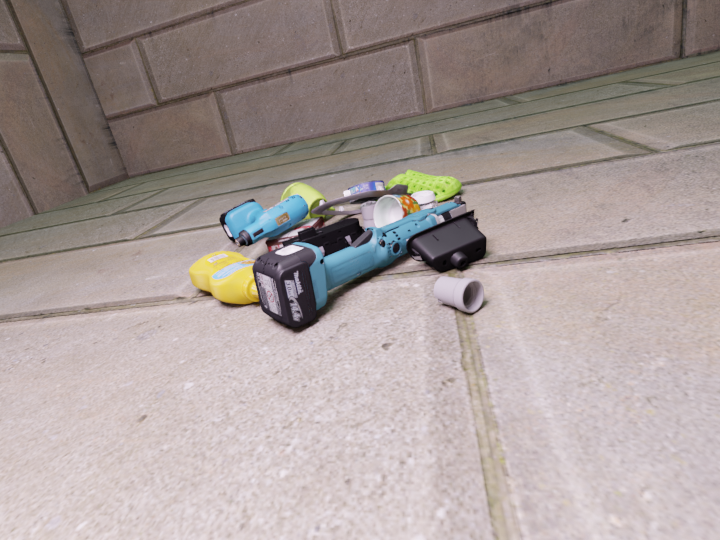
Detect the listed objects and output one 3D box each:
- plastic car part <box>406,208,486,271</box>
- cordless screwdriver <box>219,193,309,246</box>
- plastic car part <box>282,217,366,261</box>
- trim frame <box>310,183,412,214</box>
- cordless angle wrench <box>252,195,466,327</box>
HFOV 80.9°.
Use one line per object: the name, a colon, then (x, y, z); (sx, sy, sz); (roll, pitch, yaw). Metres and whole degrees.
plastic car part: (0.135, -0.032, 0.619); (0.115, 0.063, 0.075); (-23, 38, -13)
cordless screwdriver: (-0.231, -0.097, 0.892); (0.156, 0.072, 0.260); (-37, 23, -28)
plastic car part: (-0.075, -0.049, 0.768); (0.199, 0.066, 0.069); (-18, 15, -17)
trim frame: (0.007, -0.144, 0.874); (0.191, 0.028, 0.238); (-11, -1, 33)
cordless angle wrench: (0.035, -0.040, 0.662); (0.410, 0.095, 0.078); (-25, 24, -34)
